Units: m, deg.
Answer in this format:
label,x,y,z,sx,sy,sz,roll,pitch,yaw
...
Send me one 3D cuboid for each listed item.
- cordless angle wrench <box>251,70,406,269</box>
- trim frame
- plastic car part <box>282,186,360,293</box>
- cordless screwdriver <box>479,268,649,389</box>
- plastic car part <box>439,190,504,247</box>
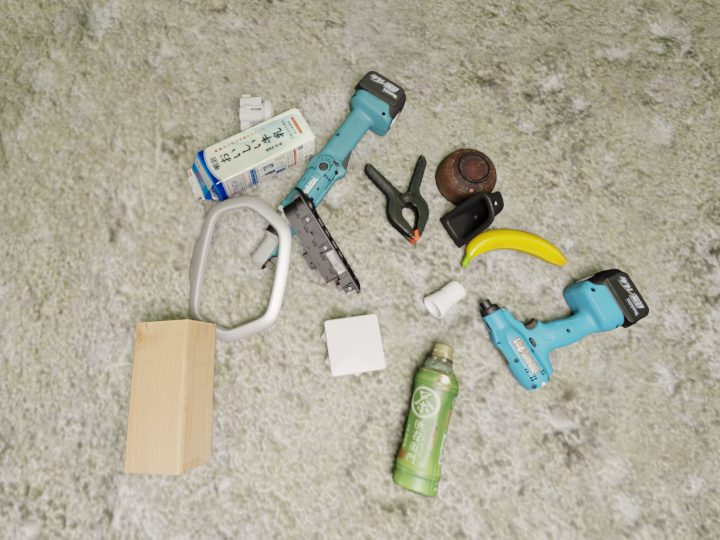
label,x,y,z,sx,sy,sz,roll,pitch,yaw
cordless angle wrench,-0.067,-0.181,0.778,0.099,0.074,0.422,34,78,3
trim frame,-0.209,-0.005,0.715,0.189,0.027,0.249,7,86,13
plastic car part,-0.070,-0.046,0.716,0.068,0.066,0.200,-25,100,12
cordless screwdriver,0.339,0.073,0.726,0.247,0.073,0.162,-29,79,-7
plastic car part,0.212,-0.101,0.754,0.069,0.118,0.067,-25,80,-36
